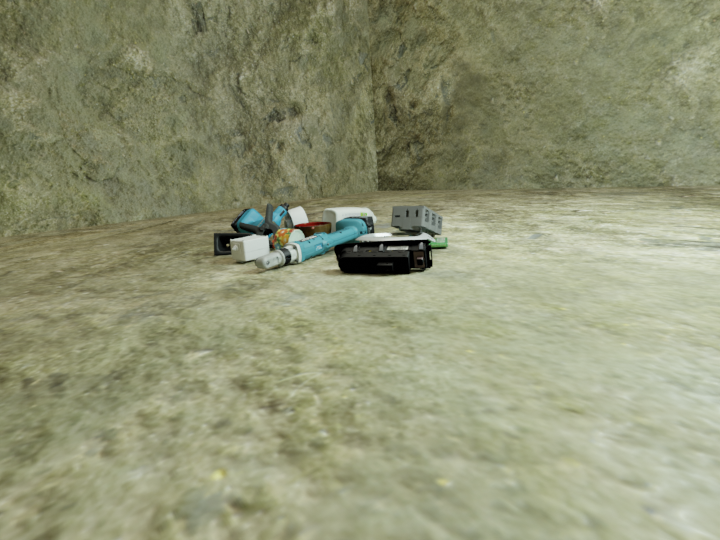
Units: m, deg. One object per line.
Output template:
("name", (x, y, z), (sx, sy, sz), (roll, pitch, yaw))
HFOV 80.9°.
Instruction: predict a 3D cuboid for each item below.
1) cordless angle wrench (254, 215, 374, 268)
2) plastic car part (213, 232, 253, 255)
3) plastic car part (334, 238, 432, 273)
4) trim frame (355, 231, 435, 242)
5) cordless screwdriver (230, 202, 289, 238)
("cordless angle wrench", (-0.107, -0.070, 1.094), (0.103, 0.073, 0.409), (4, 18, 35))
("plastic car part", (-0.368, -0.077, 1.246), (0.116, 0.066, 0.071), (-2, -3, -5))
("plastic car part", (0.039, -0.020, 0.863), (0.210, 0.064, 0.067), (2, 39, 23))
("trim frame", (0.087, -0.077, 1.030), (0.189, 0.027, 0.244), (-1, 6, 14))
("cordless screwdriver", (-0.336, -0.169, 1.421), (0.159, 0.071, 0.261), (-52, 31, -14))
